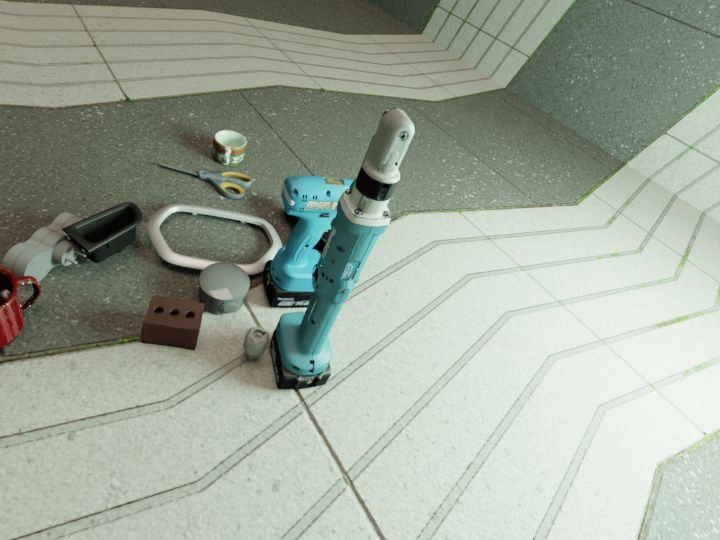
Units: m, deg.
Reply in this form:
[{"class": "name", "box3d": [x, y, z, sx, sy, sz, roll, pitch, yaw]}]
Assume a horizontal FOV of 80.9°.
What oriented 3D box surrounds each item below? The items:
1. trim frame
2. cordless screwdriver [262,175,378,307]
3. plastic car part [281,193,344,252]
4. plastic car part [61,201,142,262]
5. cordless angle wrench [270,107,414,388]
[{"class": "trim frame", "box3d": [-0.268, -0.063, 0.790, 0.242, 0.027, 0.191, 6, 43, -16]}, {"class": "cordless screwdriver", "box3d": [-0.067, -0.044, 0.683, 0.153, 0.246, 0.078, 0, 47, -25]}, {"class": "plastic car part", "box3d": [-0.090, -0.090, 0.860, 0.064, 0.066, 0.212, -21, 56, -39]}, {"class": "plastic car part", "box3d": [-0.409, -0.055, 0.692, 0.068, 0.070, 0.115, 34, 42, 12]}, {"class": "cordless angle wrench", "box3d": [-0.031, 0.004, 0.516, 0.072, 0.418, 0.102, 2, 46, -25]}]
